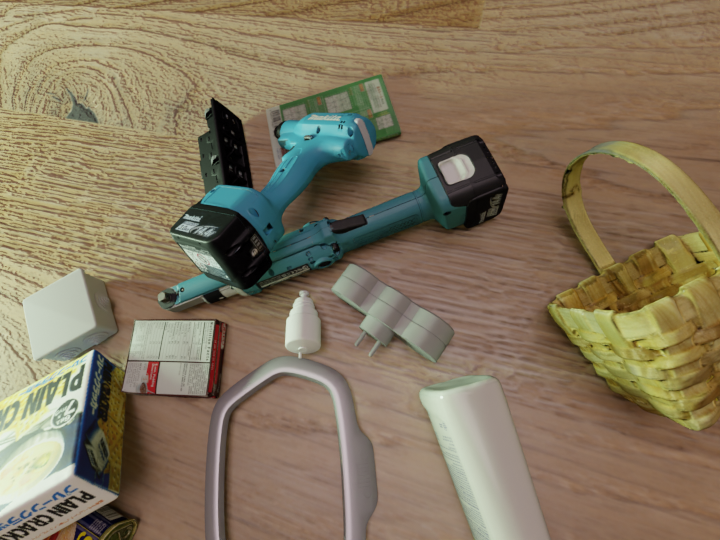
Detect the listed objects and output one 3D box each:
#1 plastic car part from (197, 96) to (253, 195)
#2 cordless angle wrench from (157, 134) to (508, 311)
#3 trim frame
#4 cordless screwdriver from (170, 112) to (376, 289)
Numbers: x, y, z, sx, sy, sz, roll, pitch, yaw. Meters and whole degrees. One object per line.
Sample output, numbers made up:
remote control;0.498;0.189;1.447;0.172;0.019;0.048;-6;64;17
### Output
plastic car part;-0.188;-0.135;0.580;0.068;0.063;0.209;-23;67;11
cordless angle wrench;-0.049;-0.032;0.506;0.427;0.094;0.077;-21;70;8
trim frame;-0.077;0.218;0.446;0.187;0.026;0.255;-9;67;9
cordless screwdriver;-0.110;-0.102;0.497;0.168;0.071;0.247;18;59;39
